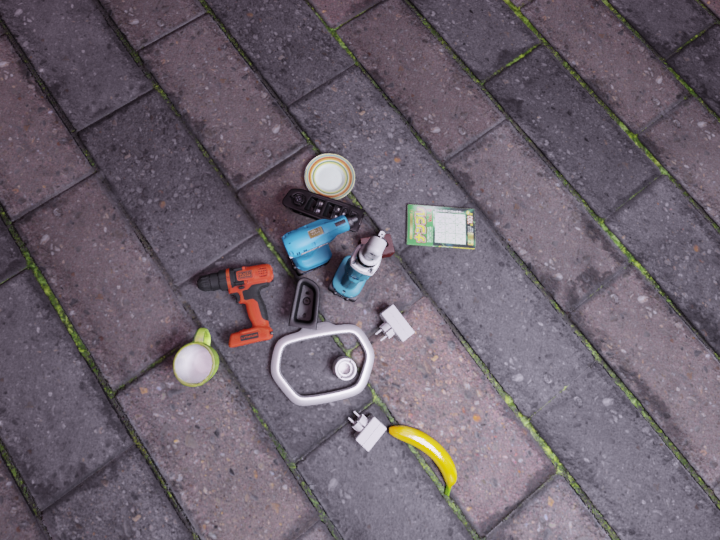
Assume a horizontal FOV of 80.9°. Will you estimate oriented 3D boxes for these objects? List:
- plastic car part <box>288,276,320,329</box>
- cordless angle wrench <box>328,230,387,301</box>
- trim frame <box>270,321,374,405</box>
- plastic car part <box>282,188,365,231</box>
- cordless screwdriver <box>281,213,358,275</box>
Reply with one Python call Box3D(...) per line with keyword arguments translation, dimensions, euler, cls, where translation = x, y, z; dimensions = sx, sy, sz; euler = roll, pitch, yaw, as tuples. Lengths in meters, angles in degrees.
Box3D(translation=(-0.130, 0.079, 1.009), dimensions=(0.066, 0.070, 0.118), euler=(8, 78, -4), cls="plastic car part")
Box3D(translation=(-0.004, -0.005, 0.854), dimensions=(0.074, 0.421, 0.098), euler=(27, 78, -3), cls="cordless angle wrench")
Box3D(translation=(-0.089, 0.216, 1.002), dimensions=(0.247, 0.027, 0.187), euler=(-11, 78, -5), cls="trim frame")
Box3D(translation=(-0.095, -0.151, 1.063), dimensions=(0.204, 0.066, 0.066), euler=(21, 78, 2), cls="plastic car part")
Box3D(translation=(-0.093, -0.061, 0.951), dimensions=(0.158, 0.248, 0.075), euler=(-23, 84, -10), cls="cordless screwdriver")
